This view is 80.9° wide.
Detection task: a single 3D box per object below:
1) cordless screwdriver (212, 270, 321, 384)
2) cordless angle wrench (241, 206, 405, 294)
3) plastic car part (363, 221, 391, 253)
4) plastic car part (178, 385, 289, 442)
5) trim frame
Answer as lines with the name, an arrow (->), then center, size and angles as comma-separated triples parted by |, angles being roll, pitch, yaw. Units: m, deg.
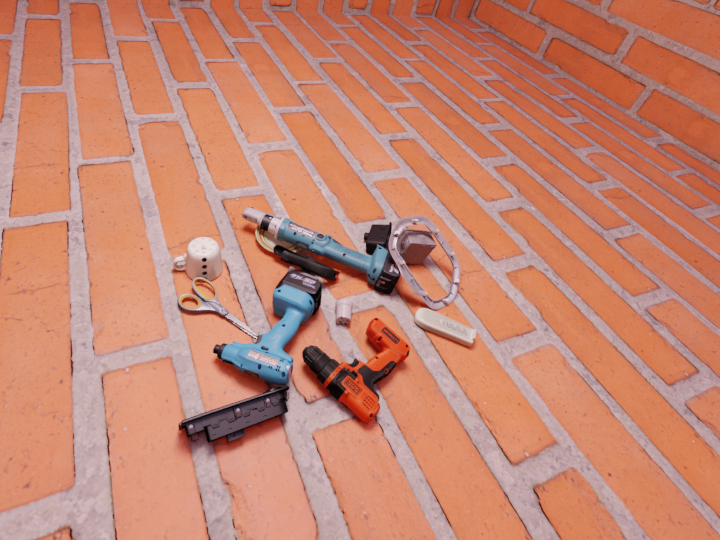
cordless screwdriver -> -0.182, 0.108, 0.879 | 0.163, 0.072, 0.251 | 14, 44, 10
cordless angle wrench -> -0.103, -0.068, 1.058 | 0.428, 0.073, 0.098 | 22, 45, 5
plastic car part -> 0.044, -0.084, 1.137 | 0.072, 0.064, 0.118 | 5, 41, 9
plastic car part -> -0.210, 0.256, 0.744 | 0.197, 0.066, 0.070 | -17, 64, -27
trim frame -> 0.163, -0.023, 1.032 | 0.182, 0.028, 0.243 | -43, 104, -29
